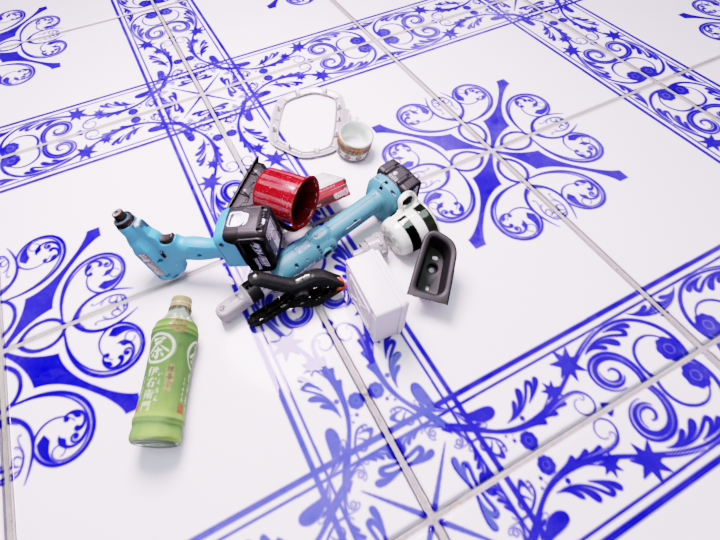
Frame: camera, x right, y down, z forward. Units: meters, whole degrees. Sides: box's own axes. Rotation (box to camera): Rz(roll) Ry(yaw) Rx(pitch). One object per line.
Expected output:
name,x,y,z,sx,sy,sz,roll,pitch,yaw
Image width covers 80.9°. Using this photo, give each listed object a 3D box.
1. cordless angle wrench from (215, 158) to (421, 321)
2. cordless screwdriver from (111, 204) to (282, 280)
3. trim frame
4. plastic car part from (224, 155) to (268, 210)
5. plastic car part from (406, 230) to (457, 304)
cordless angle wrench,-0.073,-0.048,0.745,0.418,0.095,0.077,-37,68,-17
cordless screwdriver,-0.260,-0.055,0.678,0.255,0.151,0.076,-6,51,16
trim frame,-0.117,-0.352,0.981,0.185,0.027,0.255,2,55,3
plastic car part,-0.219,-0.143,0.827,0.067,0.065,0.206,14,58,-3
plastic car part,0.122,-0.001,0.713,0.067,0.069,0.117,14,74,8
